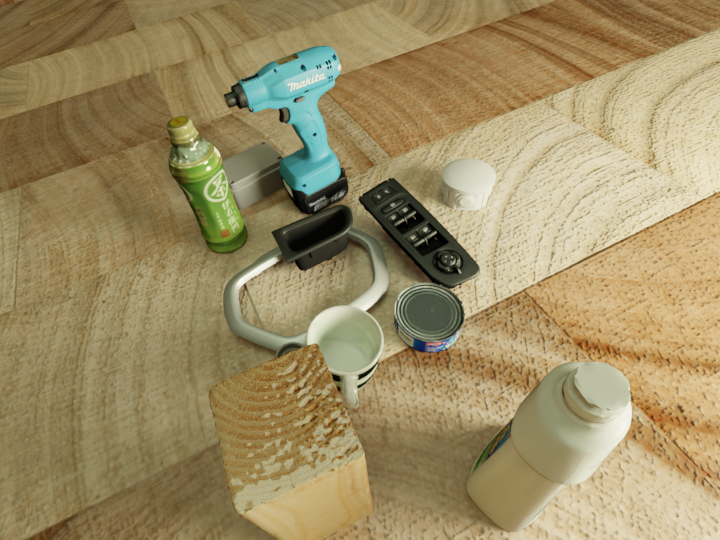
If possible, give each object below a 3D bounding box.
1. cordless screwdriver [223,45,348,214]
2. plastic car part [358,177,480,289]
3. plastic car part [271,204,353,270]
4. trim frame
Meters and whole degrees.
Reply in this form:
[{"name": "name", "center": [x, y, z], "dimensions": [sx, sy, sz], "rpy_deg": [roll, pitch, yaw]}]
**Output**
[{"name": "cordless screwdriver", "center": [-0.100, -0.192, 0.634], "dimensions": [0.157, 0.239, 0.078], "rpy_deg": [-26, 54, -16]}, {"name": "plastic car part", "center": [0.078, -0.044, 0.601], "dimensions": [0.065, 0.064, 0.214], "rpy_deg": [-28, 53, -16]}, {"name": "plastic car part", "center": [-0.060, -0.039, 0.615], "dimensions": [0.115, 0.068, 0.069], "rpy_deg": [-23, 53, -12]}, {"name": "trim frame", "center": [-0.075, 0.015, 0.600], "dimensions": [0.245, 0.026, 0.194], "rpy_deg": [-34, 54, -18]}]
